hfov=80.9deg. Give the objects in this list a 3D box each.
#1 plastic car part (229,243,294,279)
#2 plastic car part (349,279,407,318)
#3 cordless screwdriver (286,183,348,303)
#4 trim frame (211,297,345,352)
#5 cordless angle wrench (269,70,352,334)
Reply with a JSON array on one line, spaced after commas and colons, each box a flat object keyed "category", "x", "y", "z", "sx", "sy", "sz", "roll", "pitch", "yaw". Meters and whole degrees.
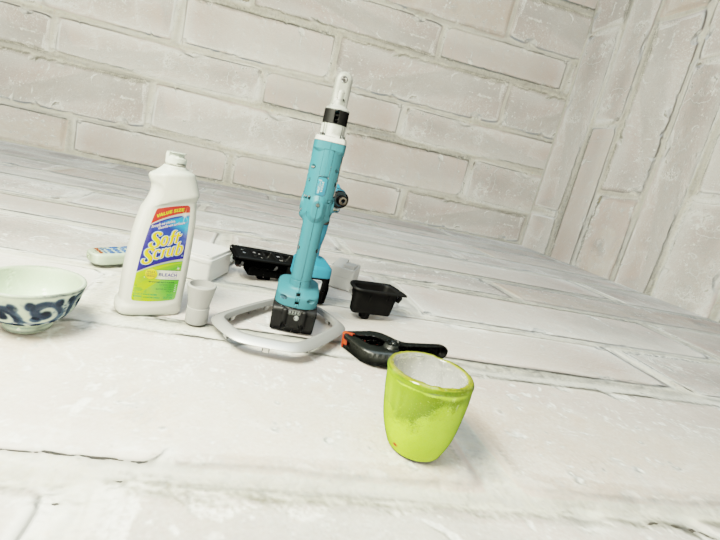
[{"category": "plastic car part", "x": -0.193, "y": -0.010, "z": 0.944, "sx": 0.194, "sy": 0.066, "sz": 0.070, "roll": 5, "pitch": 15, "yaw": -31}, {"category": "plastic car part", "x": 0.021, "y": 0.062, "z": 0.841, "sx": 0.111, "sy": 0.070, "sz": 0.069, "roll": 5, "pitch": 15, "yaw": -29}, {"category": "cordless screwdriver", "x": -0.082, "y": -0.054, "z": 0.838, "sx": 0.072, "sy": 0.247, "sz": 0.166, "roll": 9, "pitch": 13, "yaw": -23}, {"category": "trim frame", "x": -0.131, "y": 0.086, "z": 0.699, "sx": 0.192, "sy": 0.027, "sz": 0.240, "roll": 18, "pitch": 15, "yaw": 22}, {"category": "cordless angle wrench", "x": -0.072, "y": -0.106, "z": 0.693, "sx": 0.073, "sy": 0.419, "sz": 0.100, "roll": 12, "pitch": 12, "yaw": -9}]
